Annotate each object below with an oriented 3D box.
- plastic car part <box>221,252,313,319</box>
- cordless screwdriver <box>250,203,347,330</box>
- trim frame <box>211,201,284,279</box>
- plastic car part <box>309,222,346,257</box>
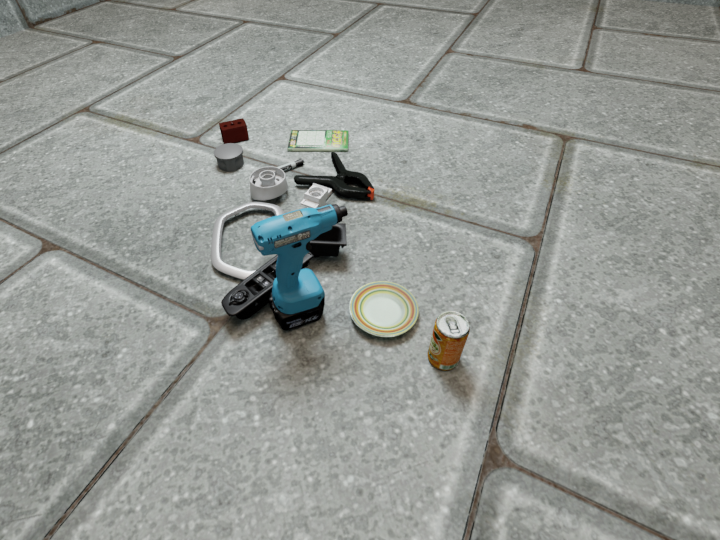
[{"bbox_3d":[-0.185,0.028,0.839,0.070,0.065,0.199,35,57,29],"label":"plastic car part"},{"bbox_3d":[-0.098,-0.008,0.747,0.156,0.241,0.078,-19,50,-18],"label":"cordless screwdriver"},{"bbox_3d":[-0.246,-0.073,0.963,0.183,0.026,0.259,-8,47,-5],"label":"trim frame"},{"bbox_3d":[-0.089,-0.058,0.913,0.117,0.068,0.068,-1,47,1],"label":"plastic car part"}]
